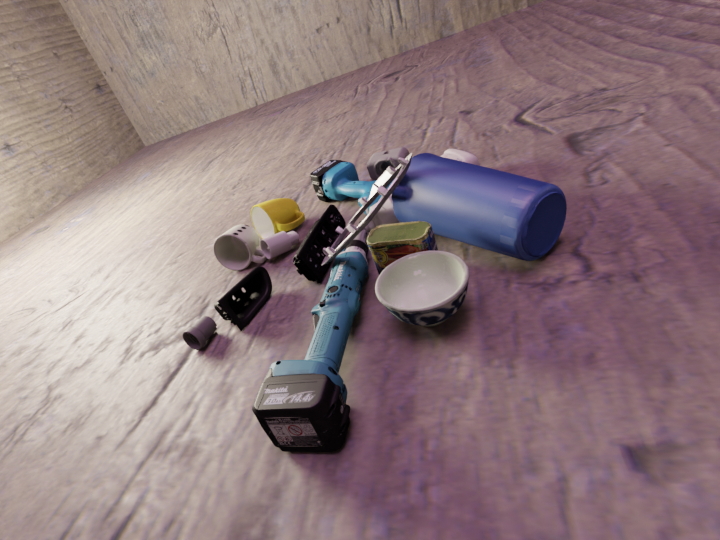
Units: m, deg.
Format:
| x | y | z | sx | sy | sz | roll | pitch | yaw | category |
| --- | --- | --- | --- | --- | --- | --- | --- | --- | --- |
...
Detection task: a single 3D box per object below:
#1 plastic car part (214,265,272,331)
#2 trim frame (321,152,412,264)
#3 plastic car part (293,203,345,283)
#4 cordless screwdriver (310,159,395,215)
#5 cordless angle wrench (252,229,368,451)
| x | y | z | sx | sy | sz | roll | pitch | yaw | category |
| --- | --- | --- | --- | --- | --- | --- | --- | --- | --- |
| -0.214 | 0.048 | 0.754 | 0.073 | 0.064 | 0.116 | -18 | 25 | 38 | plastic car part |
| 0.003 | -0.098 | 0.691 | 0.251 | 0.027 | 0.184 | -43 | 12 | 53 | trim frame |
| -0.080 | -0.052 | 0.814 | 0.068 | 0.064 | 0.204 | -33 | 22 | 39 | plastic car part |
| 0.007 | -0.202 | 0.965 | 0.157 | 0.071 | 0.263 | -37 | 37 | -22 | cordless screwdriver |
| -0.033 | 0.050 | 0.619 | 0.101 | 0.071 | 0.428 | -12 | 31 | 19 | cordless angle wrench |
